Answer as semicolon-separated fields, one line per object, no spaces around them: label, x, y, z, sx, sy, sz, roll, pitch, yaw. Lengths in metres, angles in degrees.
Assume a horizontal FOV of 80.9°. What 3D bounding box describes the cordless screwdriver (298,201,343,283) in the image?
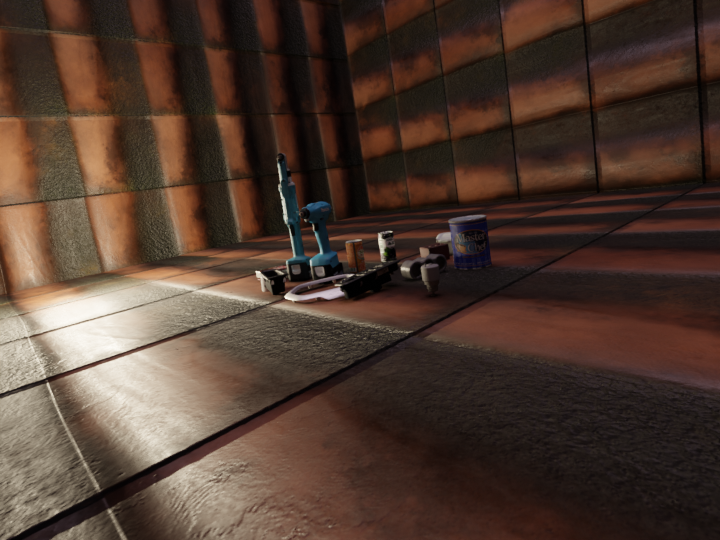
cordless screwdriver;-0.126;-0.082;1.289;0.077;0.246;0.155;-6;9;24

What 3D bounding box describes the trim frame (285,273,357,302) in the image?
trim frame;-0.088;0.048;1.169;0.244;0.027;0.190;-12;11;-15

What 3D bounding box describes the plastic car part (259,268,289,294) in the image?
plastic car part;-0.253;0.038;1.244;0.064;0.070;0.121;-13;11;-24

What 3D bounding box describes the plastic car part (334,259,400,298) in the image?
plastic car part;0.019;0.025;1.095;0.195;0.066;0.069;-17;12;-38

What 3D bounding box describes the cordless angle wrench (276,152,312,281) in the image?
cordless angle wrench;-0.228;-0.178;1.408;0.076;0.419;0.097;-7;7;12
